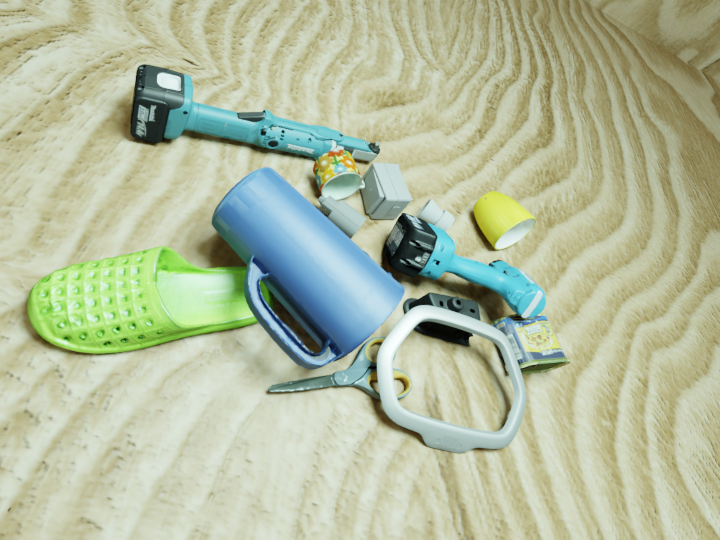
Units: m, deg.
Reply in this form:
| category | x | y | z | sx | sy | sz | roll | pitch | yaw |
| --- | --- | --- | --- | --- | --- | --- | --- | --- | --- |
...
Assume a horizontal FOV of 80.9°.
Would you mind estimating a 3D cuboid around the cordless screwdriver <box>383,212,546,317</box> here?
| category | x | y | z | sx | sy | sz | roll | pitch | yaw |
| --- | --- | --- | --- | --- | --- | --- | --- | --- | --- |
| cordless screwdriver | 0.164 | -0.016 | 0.698 | 0.246 | 0.074 | 0.162 | 22 | 20 | -8 |

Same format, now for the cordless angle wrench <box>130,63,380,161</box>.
| category | x | y | z | sx | sy | sz | roll | pitch | yaw |
| --- | --- | --- | --- | --- | --- | --- | --- | --- | --- |
| cordless angle wrench | -0.149 | -0.232 | 0.705 | 0.405 | 0.099 | 0.077 | 4 | 59 | -28 |

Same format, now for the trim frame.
| category | x | y | z | sx | sy | sz | roll | pitch | yaw |
| --- | --- | --- | --- | --- | --- | --- | --- | --- | --- |
| trim frame | 0.130 | 0.151 | 0.584 | 0.240 | 0.028 | 0.186 | 19 | 68 | -18 |

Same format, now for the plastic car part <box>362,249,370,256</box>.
| category | x | y | z | sx | sy | sz | roll | pitch | yaw |
| --- | --- | --- | --- | --- | --- | --- | --- | --- | --- |
| plastic car part | -0.062 | -0.040 | 0.632 | 0.201 | 0.067 | 0.066 | 35 | 44 | -4 |

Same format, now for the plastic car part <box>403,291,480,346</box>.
| category | x | y | z | sx | sy | sz | roll | pitch | yaw |
| --- | --- | --- | --- | --- | --- | --- | --- | --- | --- |
| plastic car part | 0.134 | 0.065 | 0.645 | 0.112 | 0.071 | 0.068 | 16 | 54 | -20 |
